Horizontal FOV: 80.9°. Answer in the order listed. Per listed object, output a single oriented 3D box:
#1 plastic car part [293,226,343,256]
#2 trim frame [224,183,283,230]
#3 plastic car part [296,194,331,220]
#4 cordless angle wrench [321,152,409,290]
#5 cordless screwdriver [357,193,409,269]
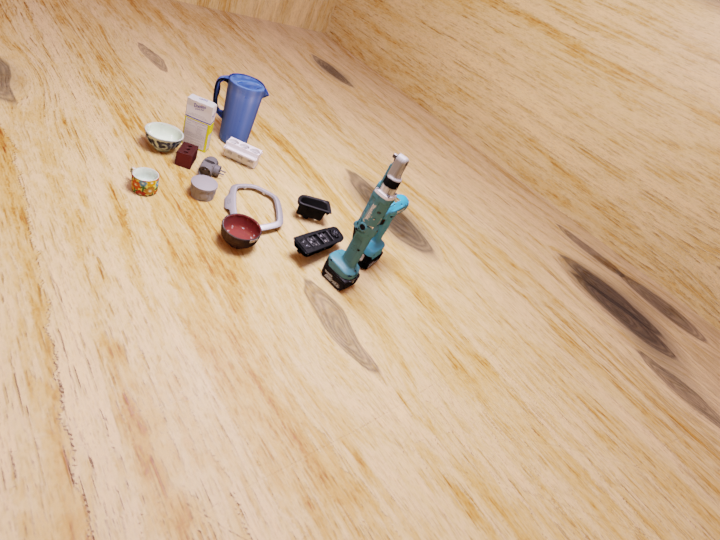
[{"bbox_3d":[-0.125,-0.082,1.277,0.069,0.066,0.197,42,39,17],"label":"plastic car part"},{"bbox_3d":[-0.335,-0.202,1.332,0.177,0.027,0.259,7,41,-23],"label":"trim frame"},{"bbox_3d":[-0.163,-0.200,1.394,0.113,0.070,0.069,11,40,-20],"label":"plastic car part"},{"bbox_3d":[0.018,-0.120,1.111,0.102,0.421,0.072,45,39,19],"label":"cordless angle wrench"},{"bbox_3d":[0.043,-0.111,1.258,0.077,0.247,0.155,41,38,14],"label":"cordless screwdriver"}]
